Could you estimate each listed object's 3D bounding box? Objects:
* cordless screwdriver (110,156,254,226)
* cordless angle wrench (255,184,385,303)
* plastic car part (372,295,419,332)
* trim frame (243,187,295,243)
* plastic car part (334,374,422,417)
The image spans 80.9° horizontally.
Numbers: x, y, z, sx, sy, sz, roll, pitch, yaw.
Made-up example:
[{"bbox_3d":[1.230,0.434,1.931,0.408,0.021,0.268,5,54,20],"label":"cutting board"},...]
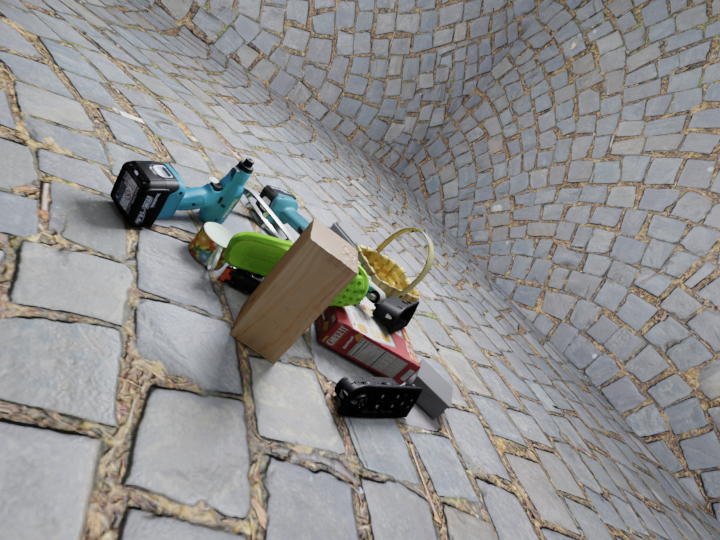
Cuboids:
[{"bbox_3d":[-0.304,-0.152,0.765,0.077,0.160,0.240,48,22,14],"label":"cordless screwdriver"},{"bbox_3d":[-0.094,-0.062,0.966,0.446,0.074,0.093,41,20,34],"label":"cordless angle wrench"},{"bbox_3d":[0.065,0.084,0.886,0.074,0.066,0.111,31,16,26],"label":"plastic car part"},{"bbox_3d":[-0.198,-0.103,0.909,0.177,0.027,0.260,55,-13,-25],"label":"trim frame"},{"bbox_3d":[0.026,0.214,0.736,0.192,0.066,0.071,17,22,-49],"label":"plastic car part"}]
